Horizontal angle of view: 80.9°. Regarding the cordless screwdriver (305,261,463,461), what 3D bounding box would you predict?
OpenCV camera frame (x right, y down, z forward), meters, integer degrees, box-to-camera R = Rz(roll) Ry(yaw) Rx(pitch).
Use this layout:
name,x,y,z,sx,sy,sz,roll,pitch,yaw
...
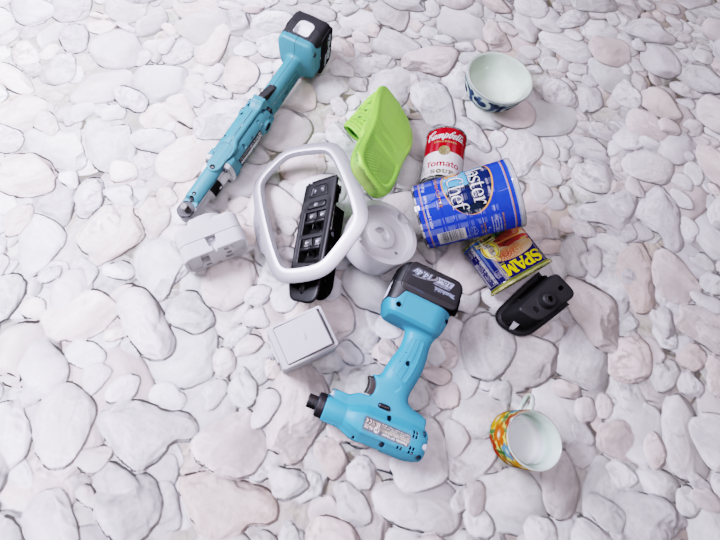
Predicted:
name,x,y,z,sx,sy,sz,roll,pitch,yaw
cordless screwdriver,0.037,0.109,0.580,0.160,0.073,0.250,20,71,3

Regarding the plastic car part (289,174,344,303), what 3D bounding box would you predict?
name,x,y,z,sx,sy,sz,roll,pitch,yaw
plastic car part,-0.062,-0.041,0.638,0.069,0.063,0.206,-6,60,30

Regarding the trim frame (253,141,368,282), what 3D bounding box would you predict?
name,x,y,z,sx,sy,sz,roll,pitch,yaw
trim frame,-0.085,-0.094,0.628,0.186,0.026,0.259,-28,58,13

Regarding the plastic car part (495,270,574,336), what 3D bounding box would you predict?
name,x,y,z,sx,sy,sz,roll,pitch,yaw
plastic car part,0.266,0.047,0.624,0.115,0.070,0.068,-33,76,-21

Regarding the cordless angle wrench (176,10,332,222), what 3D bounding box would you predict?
name,x,y,z,sx,sy,sz,roll,pitch,yaw
cordless angle wrench,-0.177,-0.255,0.709,0.075,0.097,0.424,27,72,2
